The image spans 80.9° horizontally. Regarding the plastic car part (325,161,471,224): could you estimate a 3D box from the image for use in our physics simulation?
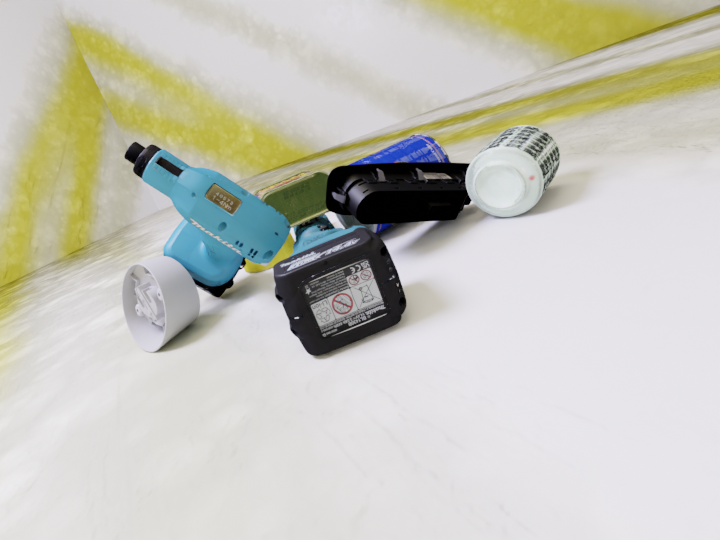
[{"bbox_3d":[0.054,-0.081,0.475,0.195,0.065,0.070,-4,45,-27],"label":"plastic car part"}]

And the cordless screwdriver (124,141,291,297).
[{"bbox_3d":[-0.184,-0.047,0.477,0.074,0.155,0.254,-61,16,-22],"label":"cordless screwdriver"}]

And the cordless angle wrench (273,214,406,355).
[{"bbox_3d":[-0.051,-0.033,0.523,0.098,0.072,0.434,-23,18,-3],"label":"cordless angle wrench"}]
